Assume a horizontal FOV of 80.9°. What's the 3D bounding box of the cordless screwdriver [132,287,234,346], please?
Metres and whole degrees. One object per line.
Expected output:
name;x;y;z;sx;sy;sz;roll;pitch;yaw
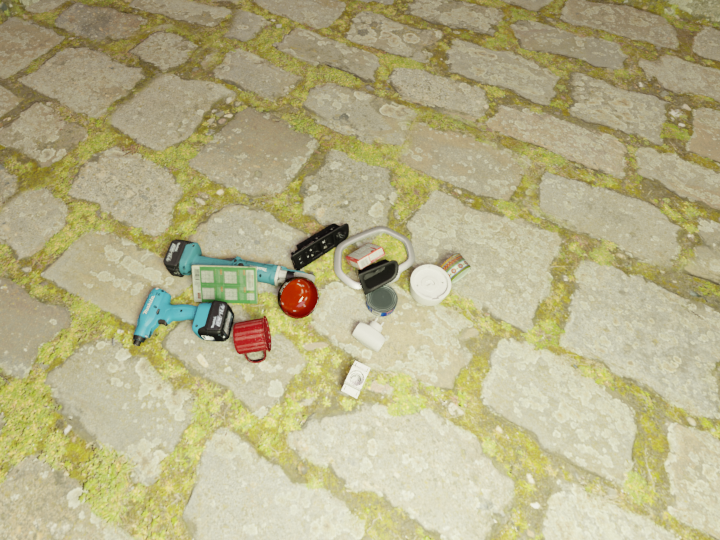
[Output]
cordless screwdriver;-0.470;0.140;1.115;0.254;0.072;0.162;8;60;10

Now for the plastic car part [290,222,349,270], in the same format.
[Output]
plastic car part;-0.122;-0.080;1.248;0.200;0.063;0.071;-31;39;-15

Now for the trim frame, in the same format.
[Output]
trim frame;0.039;-0.037;1.234;0.245;0.027;0.192;-25;61;-15

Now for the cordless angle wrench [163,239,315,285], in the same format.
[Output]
cordless angle wrench;-0.338;-0.004;1.200;0.426;0.072;0.100;9;60;4

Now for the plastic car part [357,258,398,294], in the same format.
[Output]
plastic car part;0.041;0.006;1.161;0.115;0.064;0.074;-26;26;-14
